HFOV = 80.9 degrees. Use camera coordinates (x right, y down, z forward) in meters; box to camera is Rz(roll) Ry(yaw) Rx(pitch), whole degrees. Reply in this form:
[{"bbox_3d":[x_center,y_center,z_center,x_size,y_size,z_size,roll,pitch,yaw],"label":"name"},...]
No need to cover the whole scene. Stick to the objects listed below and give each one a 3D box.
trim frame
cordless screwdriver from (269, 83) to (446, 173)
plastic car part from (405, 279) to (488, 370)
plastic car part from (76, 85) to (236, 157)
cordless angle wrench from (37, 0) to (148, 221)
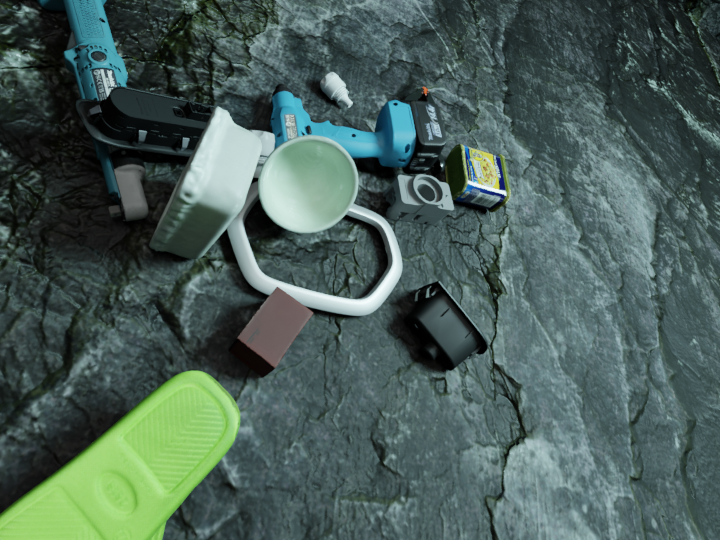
[{"bbox_3d":[-0.055,-0.036,0.562,0.242,0.027,0.188,13,61,-14],"label":"trim frame"},{"bbox_3d":[-0.010,-0.214,0.629,0.244,0.073,0.164,-6,67,-12],"label":"cordless screwdriver"},{"bbox_3d":[0.105,0.081,0.553,0.070,0.066,0.118,-35,85,-18],"label":"plastic car part"},{"bbox_3d":[-0.221,-0.174,0.503,0.194,0.069,0.067,-13,83,-50],"label":"plastic car part"},{"bbox_3d":[-0.332,-0.252,0.534,0.095,0.075,0.433,-14,73,-30],"label":"cordless angle wrench"}]
